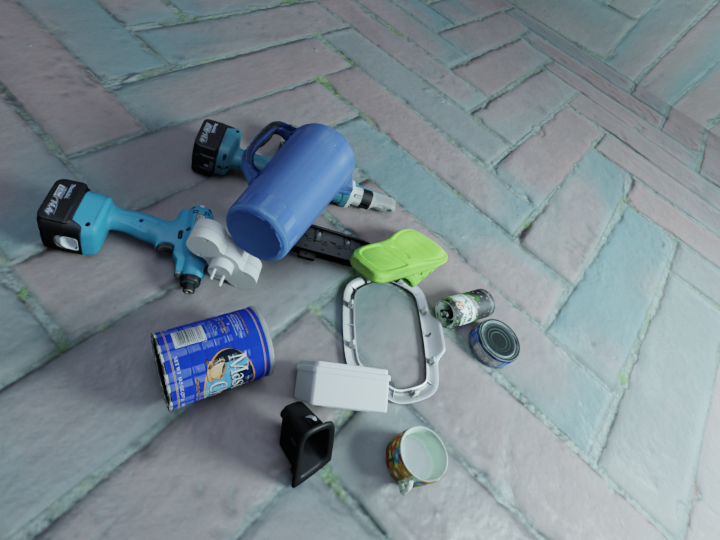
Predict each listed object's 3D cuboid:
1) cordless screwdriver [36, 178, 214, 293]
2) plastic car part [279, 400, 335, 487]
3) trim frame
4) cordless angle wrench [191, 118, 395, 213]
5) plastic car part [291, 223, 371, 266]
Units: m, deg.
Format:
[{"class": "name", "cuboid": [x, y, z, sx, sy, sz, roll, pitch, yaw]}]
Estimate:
[{"class": "cordless screwdriver", "cuboid": [-0.361, -0.049, 0.664, 0.241, 0.074, 0.164, 9, 53, -19]}, {"class": "plastic car part", "cuboid": [-0.078, 0.213, 0.553, 0.064, 0.113, 0.075, -24, 45, -35]}, {"class": "trim frame", "cuboid": [0.057, 0.103, 0.732, 0.180, 0.027, 0.256, 10, 50, -15]}, {"class": "cordless angle wrench", "cuboid": [-0.122, -0.190, 0.860, 0.414, 0.074, 0.100, 16, 52, -11]}, {"class": "plastic car part", "cuboid": [-0.076, -0.050, 0.774, 0.199, 0.066, 0.068, 11, 67, -11]}]
